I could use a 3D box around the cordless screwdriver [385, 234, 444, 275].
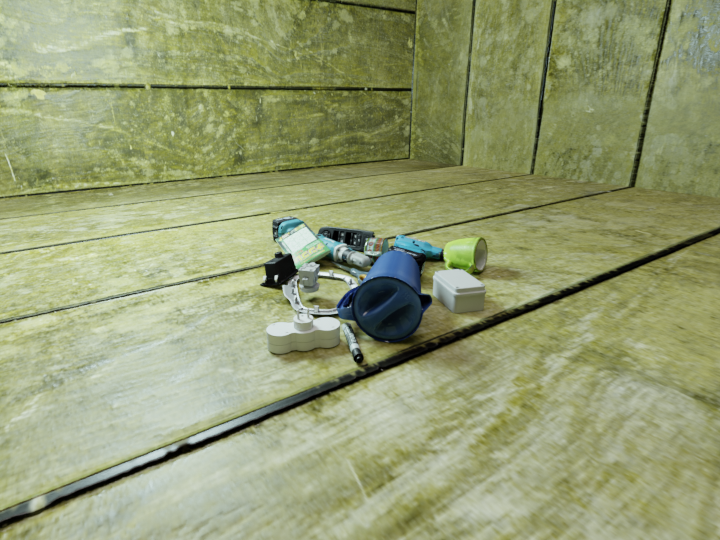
[{"bbox_3d":[0.154,-0.035,1.147,0.163,0.073,0.245,15,19,12],"label":"cordless screwdriver"}]

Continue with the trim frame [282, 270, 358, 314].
[{"bbox_3d":[-0.093,0.046,1.012,0.182,0.027,0.257,-6,23,-9],"label":"trim frame"}]

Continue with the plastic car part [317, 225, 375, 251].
[{"bbox_3d":[-0.045,-0.105,1.355,0.211,0.066,0.065,9,12,24],"label":"plastic car part"}]

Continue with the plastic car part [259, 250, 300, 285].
[{"bbox_3d":[-0.209,-0.012,1.094,0.068,0.069,0.115,-5,19,25],"label":"plastic car part"}]

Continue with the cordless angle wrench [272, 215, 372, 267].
[{"bbox_3d":[-0.126,-0.082,1.289,0.094,0.073,0.448,-17,27,-37],"label":"cordless angle wrench"}]
